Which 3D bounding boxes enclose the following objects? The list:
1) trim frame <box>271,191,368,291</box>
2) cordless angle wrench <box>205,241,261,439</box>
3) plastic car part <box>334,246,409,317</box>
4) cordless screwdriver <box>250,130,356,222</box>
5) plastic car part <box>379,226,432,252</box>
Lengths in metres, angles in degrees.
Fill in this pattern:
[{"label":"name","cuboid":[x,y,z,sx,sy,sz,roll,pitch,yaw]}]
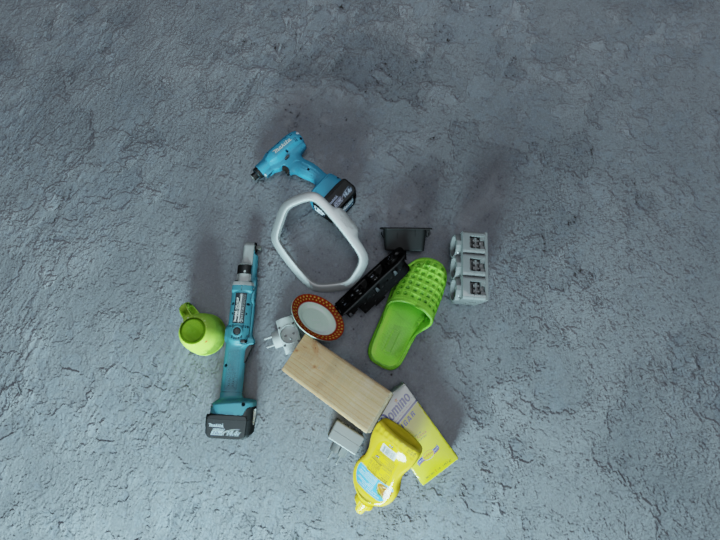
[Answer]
[{"label":"trim frame","cuboid":[-0.094,-0.062,0.964,0.186,0.027,0.249,-39,89,16]},{"label":"cordless angle wrench","cuboid":[-0.266,0.138,0.933,0.098,0.073,0.430,1,73,0]},{"label":"plastic car part","cuboid":[0.037,0.034,0.946,0.065,0.068,0.203,43,90,-15]},{"label":"cordless screwdriver","cuboid":[-0.139,-0.213,1.024,0.158,0.072,0.256,-44,75,-10]},{"label":"plastic car part","cuboid":[0.104,-0.067,0.987,0.117,0.065,0.071,-2,90,4]}]
